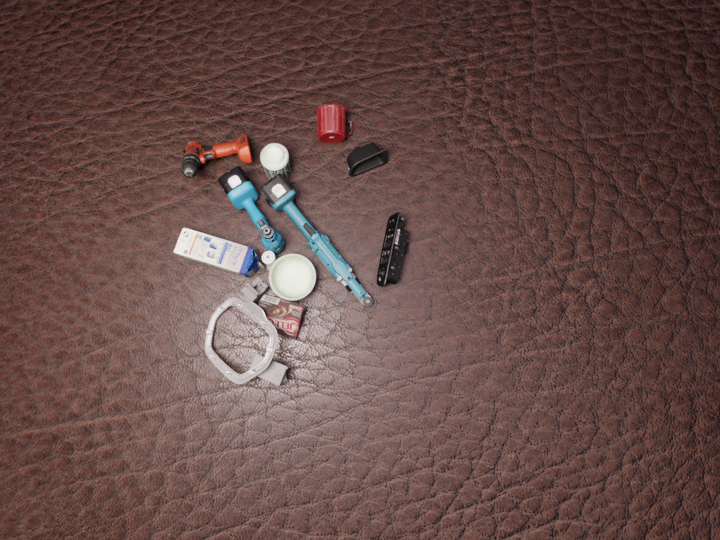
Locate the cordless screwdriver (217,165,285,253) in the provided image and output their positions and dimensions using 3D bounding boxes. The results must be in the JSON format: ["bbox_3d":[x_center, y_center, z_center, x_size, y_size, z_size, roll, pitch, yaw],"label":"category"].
[{"bbox_3d":[-0.285,-0.162,1.112,0.074,0.156,0.255,-33,78,-8],"label":"cordless screwdriver"}]

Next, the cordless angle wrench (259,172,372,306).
[{"bbox_3d":[-0.110,-0.072,1.127,0.074,0.097,0.428,-39,84,-8],"label":"cordless angle wrench"}]

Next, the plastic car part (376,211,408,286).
[{"bbox_3d":[0.088,-0.049,1.127,0.064,0.068,0.204,22,77,-23],"label":"plastic car part"}]

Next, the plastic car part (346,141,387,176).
[{"bbox_3d":[0.010,-0.321,1.190,0.116,0.063,0.073,-21,65,0],"label":"plastic car part"}]

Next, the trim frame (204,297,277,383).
[{"bbox_3d":[-0.304,0.166,1.050,0.263,0.026,0.184,28,83,38],"label":"trim frame"}]
